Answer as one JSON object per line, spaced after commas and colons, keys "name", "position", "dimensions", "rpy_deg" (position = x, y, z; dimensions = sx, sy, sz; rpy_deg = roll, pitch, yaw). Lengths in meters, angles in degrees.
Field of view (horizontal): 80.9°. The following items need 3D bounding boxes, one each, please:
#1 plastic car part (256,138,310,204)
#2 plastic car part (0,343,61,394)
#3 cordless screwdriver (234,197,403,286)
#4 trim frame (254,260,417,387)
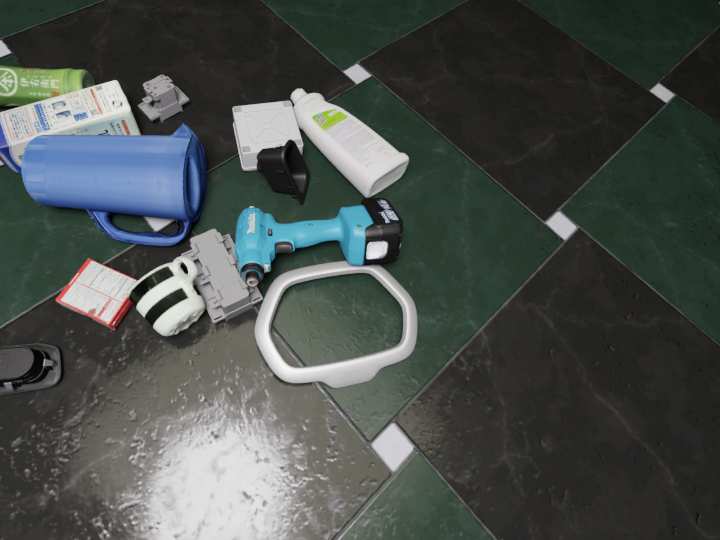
{"name": "plastic car part", "position": [-0.134, -0.169, 0.702], "dimensions": [0.073, 0.111, 0.067], "rpy_deg": [2, 63, 17]}
{"name": "plastic car part", "position": [-0.496, 0.125, 0.540], "dimensions": [0.199, 0.066, 0.069], "rpy_deg": [-3, 59, -11]}
{"name": "cordless screwdriver", "position": [-0.062, -0.040, 0.633], "dimensions": [0.246, 0.072, 0.166], "rpy_deg": [-4, 38, -7]}
{"name": "trim frame", "position": [-0.033, 0.075, 0.630], "dimensions": [0.243, 0.027, 0.190], "rpy_deg": [-10, 67, -15]}
